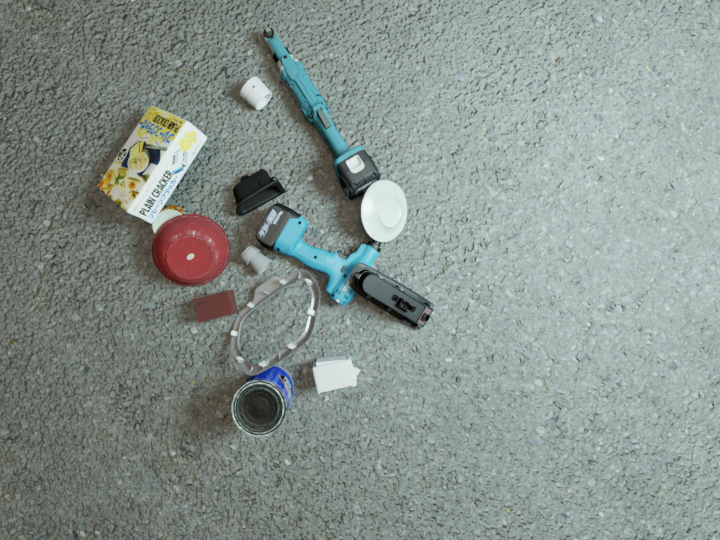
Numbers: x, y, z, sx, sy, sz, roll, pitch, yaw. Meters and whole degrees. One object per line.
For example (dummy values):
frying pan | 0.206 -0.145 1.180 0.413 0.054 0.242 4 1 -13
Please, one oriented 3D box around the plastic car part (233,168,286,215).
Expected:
plastic car part | -0.232 -0.179 0.918 0.117 0.064 0.073 -27 73 2

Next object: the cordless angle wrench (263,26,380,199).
cordless angle wrench | -0.099 -0.352 0.915 0.074 0.096 0.430 -31 81 -3

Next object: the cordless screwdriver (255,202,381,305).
cordless screwdriver | -0.087 -0.057 0.895 0.249 0.074 0.159 35 87 0

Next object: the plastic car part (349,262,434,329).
plastic car part | 0.066 0.057 0.860 0.198 0.068 0.066 32 96 -12

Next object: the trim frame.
trim frame | -0.176 0.098 0.839 0.252 0.026 0.192 -35 47 22
